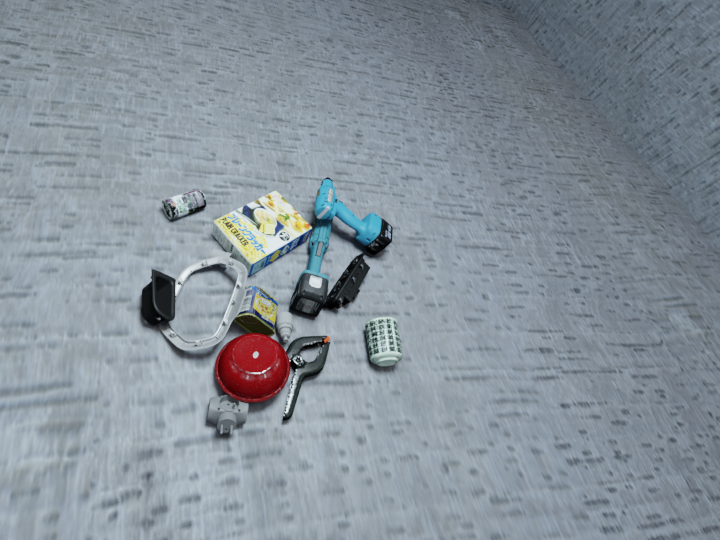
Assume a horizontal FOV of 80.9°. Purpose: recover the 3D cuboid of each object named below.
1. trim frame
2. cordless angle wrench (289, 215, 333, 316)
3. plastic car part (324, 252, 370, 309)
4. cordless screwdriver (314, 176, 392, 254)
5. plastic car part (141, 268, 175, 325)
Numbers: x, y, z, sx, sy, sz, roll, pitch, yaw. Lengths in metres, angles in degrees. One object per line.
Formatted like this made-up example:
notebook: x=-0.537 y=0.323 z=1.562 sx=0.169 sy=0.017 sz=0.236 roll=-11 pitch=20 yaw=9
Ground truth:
trim frame: x=-0.351 y=0.064 z=0.959 sx=0.187 sy=0.026 sz=0.253 roll=6 pitch=52 yaw=9
cordless angle wrench: x=-0.113 y=-0.074 z=1.158 sx=0.073 sy=0.097 sz=0.433 roll=17 pitch=47 yaw=-13
plastic car part: x=-0.026 y=0.031 z=1.124 sx=0.066 sy=0.067 sz=0.203 roll=35 pitch=50 yaw=-10
cordless screwdriver: x=-0.022 y=-0.161 z=1.209 sx=0.239 sy=0.075 sz=0.163 roll=31 pitch=38 yaw=-23
plastic car part: x=-0.451 y=0.068 z=0.929 sx=0.062 sy=0.072 sz=0.121 roll=37 pitch=30 yaw=-49
